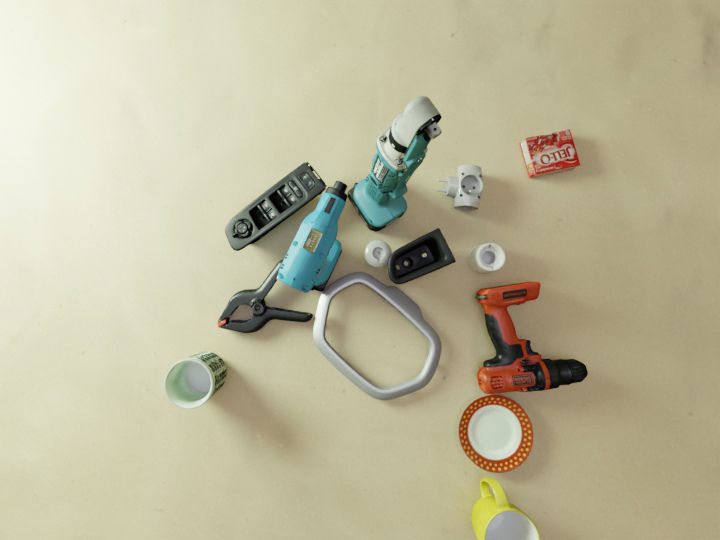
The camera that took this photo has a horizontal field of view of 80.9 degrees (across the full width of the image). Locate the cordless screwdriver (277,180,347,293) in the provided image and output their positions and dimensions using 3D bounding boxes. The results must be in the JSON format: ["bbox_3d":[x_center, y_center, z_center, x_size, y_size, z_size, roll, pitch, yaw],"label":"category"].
[{"bbox_3d":[-0.066,-0.043,0.675,0.074,0.248,0.159,25,85,-2],"label":"cordless screwdriver"}]

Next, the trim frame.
[{"bbox_3d":[0.029,0.117,0.763,0.251,0.027,0.184,40,85,6],"label":"trim frame"}]

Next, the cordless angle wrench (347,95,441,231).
[{"bbox_3d":[0.042,-0.138,0.597,0.074,0.421,0.099,-33,89,-5],"label":"cordless angle wrench"}]

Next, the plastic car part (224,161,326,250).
[{"bbox_3d":[-0.159,-0.111,0.776,0.202,0.066,0.067,-37,87,-3],"label":"plastic car part"}]

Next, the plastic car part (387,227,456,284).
[{"bbox_3d":[0.096,-0.019,0.756,0.116,0.070,0.067,-25,86,-3],"label":"plastic car part"}]
